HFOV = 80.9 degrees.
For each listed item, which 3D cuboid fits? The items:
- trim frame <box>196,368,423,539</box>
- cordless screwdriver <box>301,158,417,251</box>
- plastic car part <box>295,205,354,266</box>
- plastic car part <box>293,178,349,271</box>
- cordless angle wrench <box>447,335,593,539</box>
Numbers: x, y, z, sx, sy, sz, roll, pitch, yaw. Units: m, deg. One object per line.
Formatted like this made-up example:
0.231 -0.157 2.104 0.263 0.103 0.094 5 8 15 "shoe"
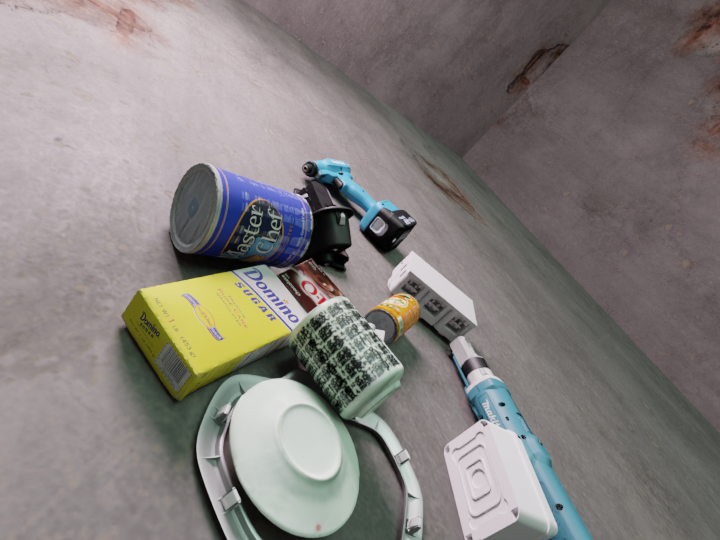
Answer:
-0.031 0.176 0.380 0.237 0.028 0.192 24 29 -28 "trim frame"
-0.009 -0.148 0.888 0.258 0.074 0.153 45 25 18 "cordless screwdriver"
-0.059 -0.039 0.605 0.062 0.120 0.072 12 63 -47 "plastic car part"
-0.067 -0.093 0.731 0.063 0.067 0.213 13 34 -35 "plastic car part"
0.204 0.240 0.537 0.071 0.098 0.440 32 23 -29 "cordless angle wrench"
